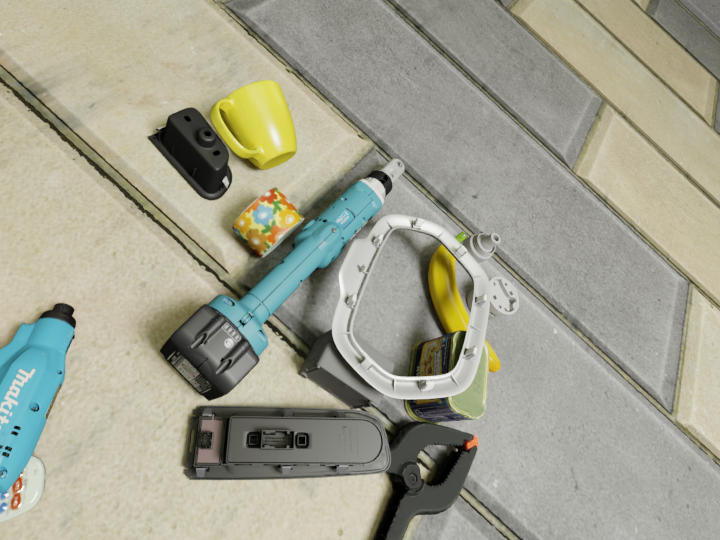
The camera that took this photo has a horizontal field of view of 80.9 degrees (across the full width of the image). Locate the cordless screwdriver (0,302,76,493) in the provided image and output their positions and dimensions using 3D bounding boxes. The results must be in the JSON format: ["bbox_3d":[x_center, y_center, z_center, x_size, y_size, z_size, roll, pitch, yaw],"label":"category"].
[{"bbox_3d":[-0.370,0.071,0.329,0.241,0.074,0.165,15,43,-19],"label":"cordless screwdriver"}]

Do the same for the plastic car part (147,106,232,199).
[{"bbox_3d":[-0.197,-0.152,0.518,0.118,0.071,0.065,48,58,5],"label":"plastic car part"}]

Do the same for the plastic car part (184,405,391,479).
[{"bbox_3d":[-0.064,0.164,0.411,0.199,0.066,0.068,5,57,-11],"label":"plastic car part"}]

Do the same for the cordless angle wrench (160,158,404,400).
[{"bbox_3d":[-0.051,-0.033,0.518,0.074,0.100,0.419,45,53,-7],"label":"cordless angle wrench"}]

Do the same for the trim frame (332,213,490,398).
[{"bbox_3d":[0.064,0.029,0.491,0.185,0.027,0.250,25,55,2],"label":"trim frame"}]
